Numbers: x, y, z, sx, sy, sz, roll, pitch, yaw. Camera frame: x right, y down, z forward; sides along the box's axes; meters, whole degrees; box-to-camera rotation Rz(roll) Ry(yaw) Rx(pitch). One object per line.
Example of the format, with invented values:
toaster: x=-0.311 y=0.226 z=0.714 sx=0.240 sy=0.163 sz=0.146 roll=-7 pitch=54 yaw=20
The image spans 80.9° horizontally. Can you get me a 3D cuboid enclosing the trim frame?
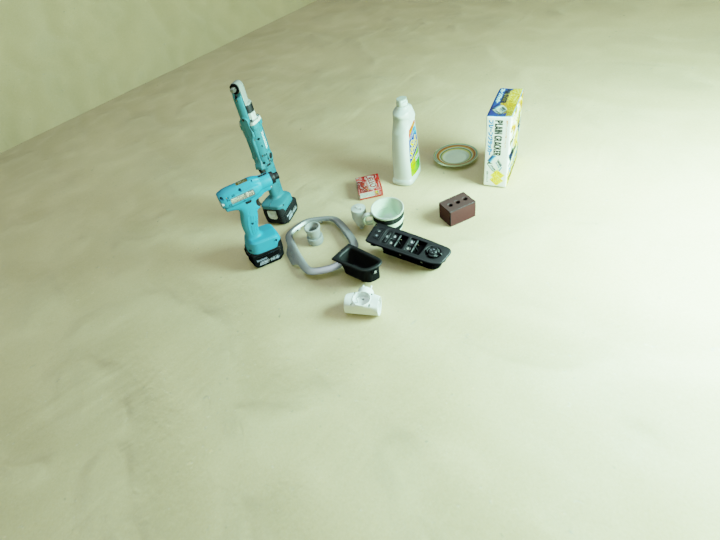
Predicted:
trim frame: x=-0.112 y=-0.073 z=1.143 sx=0.182 sy=0.026 sz=0.262 roll=-26 pitch=44 yaw=-10

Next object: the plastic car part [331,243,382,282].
plastic car part: x=-0.001 y=-0.006 z=1.011 sx=0.123 sy=0.068 sz=0.065 roll=27 pitch=57 yaw=36

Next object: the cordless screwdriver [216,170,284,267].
cordless screwdriver: x=-0.256 y=-0.134 z=1.094 sx=0.157 sy=0.238 sz=0.078 roll=-27 pitch=45 yaw=-13

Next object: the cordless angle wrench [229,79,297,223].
cordless angle wrench: x=-0.269 y=-0.313 z=1.157 sx=0.077 sy=0.405 sz=0.099 roll=7 pitch=46 yaw=20

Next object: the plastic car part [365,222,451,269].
plastic car part: x=0.115 y=-0.050 z=1.024 sx=0.213 sy=0.064 sz=0.066 roll=19 pitch=53 yaw=31
